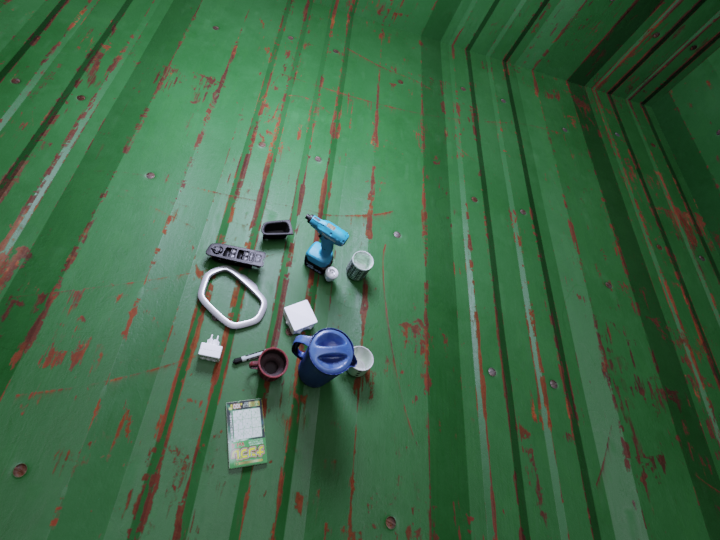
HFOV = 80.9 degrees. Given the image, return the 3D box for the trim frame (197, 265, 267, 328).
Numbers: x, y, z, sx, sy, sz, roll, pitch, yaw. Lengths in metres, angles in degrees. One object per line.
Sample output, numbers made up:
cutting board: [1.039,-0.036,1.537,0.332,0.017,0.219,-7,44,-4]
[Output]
trim frame: [-0.431,0.088,1.428,0.253,0.027,0.182,38,58,9]

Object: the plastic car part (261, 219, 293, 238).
plastic car part: [-0.317,-0.143,1.572,0.113,0.070,0.068,-7,64,-20]

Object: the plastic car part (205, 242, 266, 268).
plastic car part: [-0.439,-0.048,1.484,0.200,0.066,0.068,14,58,-8]

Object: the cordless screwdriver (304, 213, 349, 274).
cordless screwdriver: [-0.145,-0.095,1.485,0.160,0.248,0.074,34,57,1]
